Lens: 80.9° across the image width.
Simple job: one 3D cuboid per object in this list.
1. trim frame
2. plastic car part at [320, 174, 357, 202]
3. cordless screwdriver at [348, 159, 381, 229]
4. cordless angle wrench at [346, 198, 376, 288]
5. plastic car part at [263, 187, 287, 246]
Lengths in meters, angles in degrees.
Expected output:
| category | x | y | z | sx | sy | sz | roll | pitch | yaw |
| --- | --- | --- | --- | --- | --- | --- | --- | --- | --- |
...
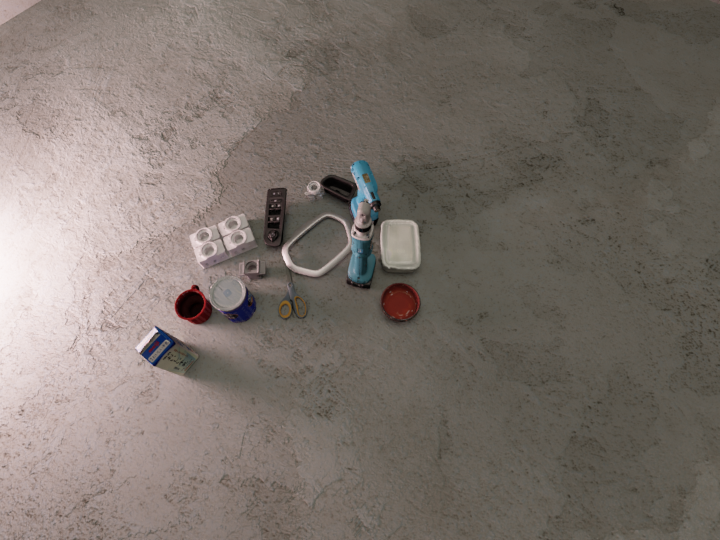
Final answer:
| category | x | y | z | sx | sy | sz | roll | pitch | yaw |
| --- | --- | --- | --- | --- | --- | --- | --- | --- | --- |
| trim frame | -0.131 | -0.085 | 1.335 | 0.247 | 0.027 | 0.191 | -43 | 70 | -13 |
| plastic car part | -0.071 | -0.263 | 1.385 | 0.120 | 0.069 | 0.066 | 25 | 71 | 13 |
| cordless screwdriver | 0.019 | -0.196 | 1.254 | 0.074 | 0.242 | 0.164 | -17 | 69 | -7 |
| cordless angle wrench | 0.005 | -0.061 | 1.104 | 0.075 | 0.412 | 0.099 | 13 | 69 | 5 |
| plastic car part | -0.273 | -0.165 | 1.360 | 0.067 | 0.065 | 0.207 | 0 | 67 | 2 |
